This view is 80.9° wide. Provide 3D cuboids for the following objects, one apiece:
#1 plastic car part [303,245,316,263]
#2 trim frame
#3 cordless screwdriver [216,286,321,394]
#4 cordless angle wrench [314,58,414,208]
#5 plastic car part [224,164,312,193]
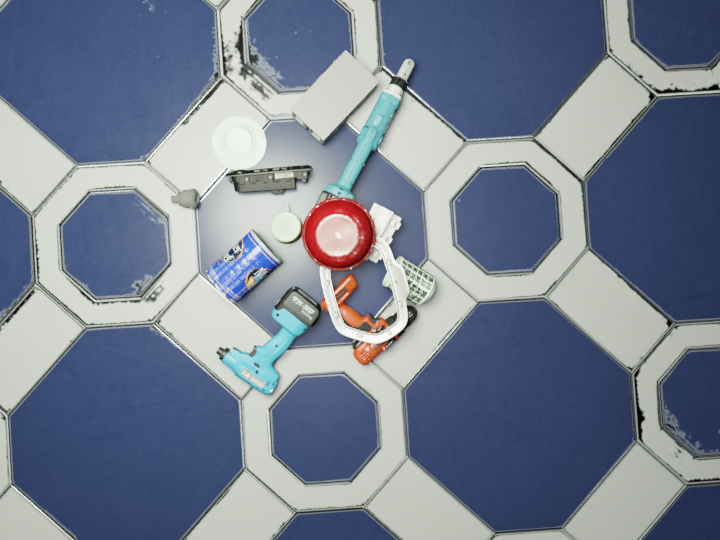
[{"bbox_3d":[-0.096,-0.063,0.984,0.072,0.066,0.114,-22,103,19],"label":"plastic car part"},{"bbox_3d":[0.011,0.043,0.936,0.186,0.027,0.248,-14,91,6],"label":"trim frame"},{"bbox_3d":[-0.211,0.148,0.979,0.159,0.074,0.249,34,93,-1],"label":"cordless screwdriver"},{"bbox_3d":[0.022,-0.308,0.981,0.074,0.098,0.423,27,86,-1],"label":"cordless angle wrench"},{"bbox_3d":[-0.215,-0.215,0.994,0.202,0.068,0.065,-1,117,-2],"label":"plastic car part"}]
